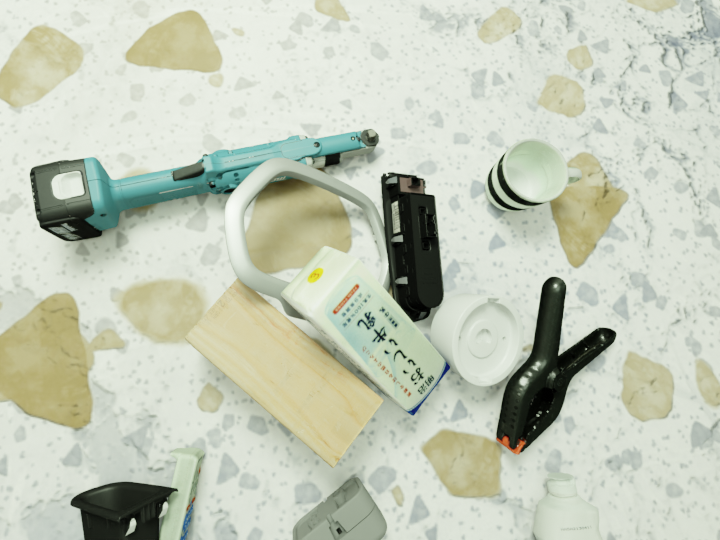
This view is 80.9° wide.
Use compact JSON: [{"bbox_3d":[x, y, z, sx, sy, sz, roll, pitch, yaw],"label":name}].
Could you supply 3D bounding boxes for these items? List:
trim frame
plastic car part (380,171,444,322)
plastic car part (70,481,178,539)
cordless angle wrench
[{"bbox_3d":[-0.049,-0.032,0.505,0.235,0.028,0.187,18,66,-36],"label":"trim frame"},{"bbox_3d":[0.074,-0.034,0.549,0.063,0.069,0.205,4,81,-33],"label":"plastic car part"},{"bbox_3d":[-0.252,0.270,0.445,0.120,0.063,0.072,-16,79,31],"label":"plastic car part"},{"bbox_3d":[-0.176,-0.127,0.545,0.416,0.098,0.075,-15,82,-12],"label":"cordless angle wrench"}]
